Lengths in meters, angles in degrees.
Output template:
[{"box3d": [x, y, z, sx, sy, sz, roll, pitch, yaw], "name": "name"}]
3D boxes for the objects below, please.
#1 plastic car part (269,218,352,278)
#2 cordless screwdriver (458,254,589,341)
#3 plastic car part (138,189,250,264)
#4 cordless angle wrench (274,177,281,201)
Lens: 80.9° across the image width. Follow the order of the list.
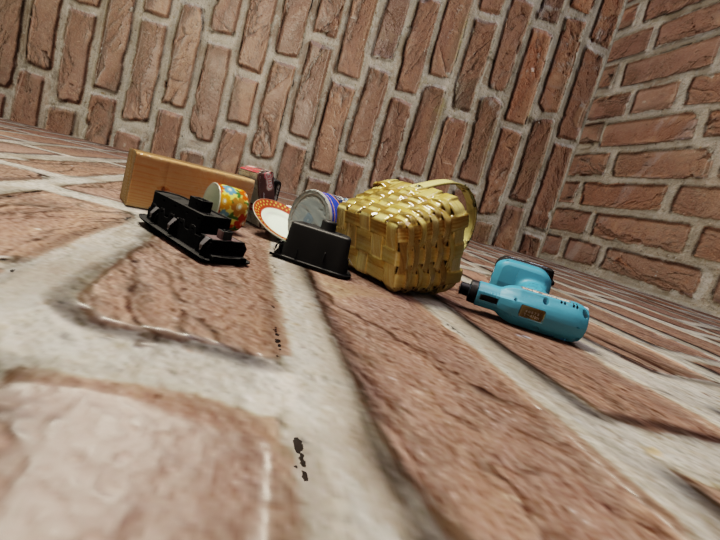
[{"box3d": [-0.058, -0.038, 0.598, 0.121, 0.070, 0.064, 15, 10, 19], "name": "plastic car part"}, {"box3d": [0.236, 0.029, 0.661, 0.163, 0.074, 0.244, 17, 14, 12], "name": "cordless screwdriver"}, {"box3d": [-0.219, -0.063, 0.535, 0.215, 0.066, 0.063, 20, 17, 40], "name": "plastic car part"}, {"box3d": [-0.330, -0.187, 0.969, 0.077, 0.097, 0.410, 22, 15, 18], "name": "cordless angle wrench"}]
